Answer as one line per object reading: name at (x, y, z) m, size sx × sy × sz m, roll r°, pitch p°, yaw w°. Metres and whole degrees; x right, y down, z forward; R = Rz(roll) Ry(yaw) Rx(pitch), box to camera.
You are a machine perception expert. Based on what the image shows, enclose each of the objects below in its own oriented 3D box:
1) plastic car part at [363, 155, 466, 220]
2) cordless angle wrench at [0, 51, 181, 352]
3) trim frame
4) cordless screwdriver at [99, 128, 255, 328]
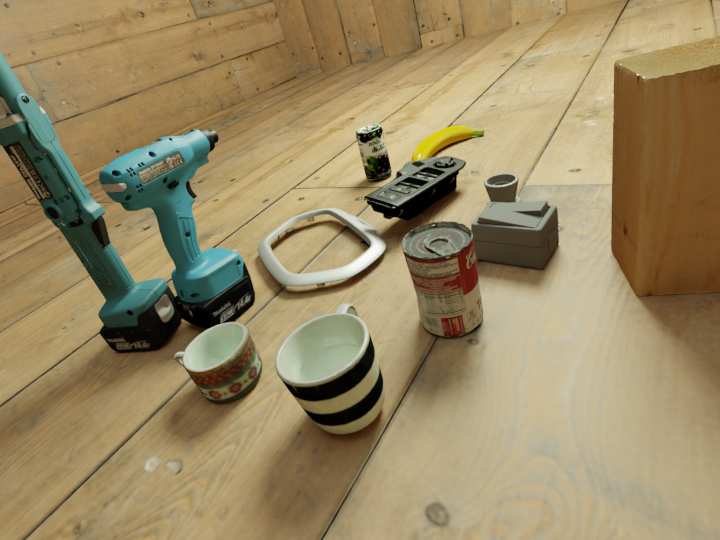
plastic car part at (0.100, -0.129, 0.681) m, size 0.199 × 0.064 × 0.070 m, roll -38°, pitch 35°, yaw -29°
cordless angle wrench at (-0.353, -0.080, 0.514) m, size 0.101 × 0.407 × 0.075 m, roll -7°, pitch 29°, yaw 18°
trim frame at (-0.066, -0.043, 0.670) m, size 0.182 × 0.026 × 0.262 m, roll -27°, pitch 32°, yaw -14°
cordless screwdriver at (-0.212, -0.055, 0.562) m, size 0.078 × 0.239 × 0.157 m, roll 6°, pitch 36°, yaw 36°
